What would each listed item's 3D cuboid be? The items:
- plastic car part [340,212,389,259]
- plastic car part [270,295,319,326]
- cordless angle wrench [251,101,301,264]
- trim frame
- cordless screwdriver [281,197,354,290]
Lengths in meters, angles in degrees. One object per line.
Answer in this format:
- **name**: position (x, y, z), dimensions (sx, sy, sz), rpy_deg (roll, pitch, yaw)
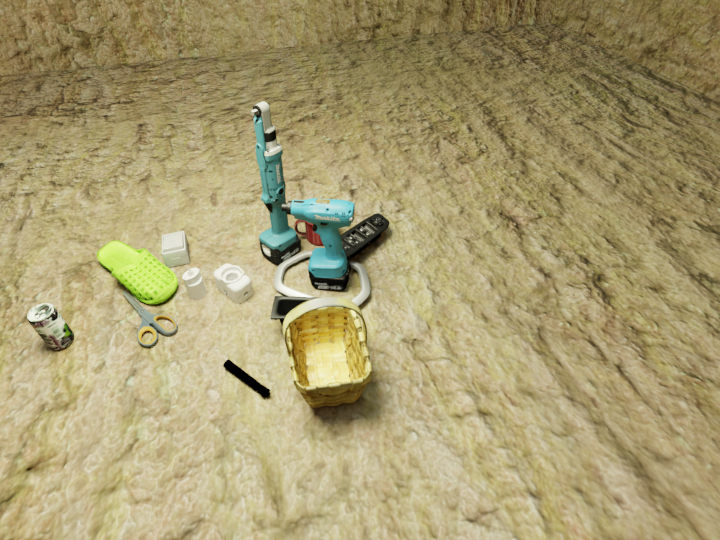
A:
- **plastic car part**: position (0.005, -0.085, 1.126), dimensions (0.070, 0.065, 0.200), rpy_deg (30, 53, 27)
- **plastic car part**: position (-0.135, 0.101, 0.941), dimensions (0.117, 0.068, 0.068), rpy_deg (2, 44, 3)
- **cordless angle wrench**: position (-0.207, -0.195, 1.002), dimensions (0.078, 0.409, 0.096), rpy_deg (32, 52, 27)
- **trim frame**: position (-0.096, 0.025, 1.046), dimensions (0.257, 0.026, 0.184), rpy_deg (16, 47, 18)
- **cordless screwdriver**: position (-0.096, -0.063, 0.983), dimensions (0.161, 0.241, 0.076), rpy_deg (7, 44, 6)
